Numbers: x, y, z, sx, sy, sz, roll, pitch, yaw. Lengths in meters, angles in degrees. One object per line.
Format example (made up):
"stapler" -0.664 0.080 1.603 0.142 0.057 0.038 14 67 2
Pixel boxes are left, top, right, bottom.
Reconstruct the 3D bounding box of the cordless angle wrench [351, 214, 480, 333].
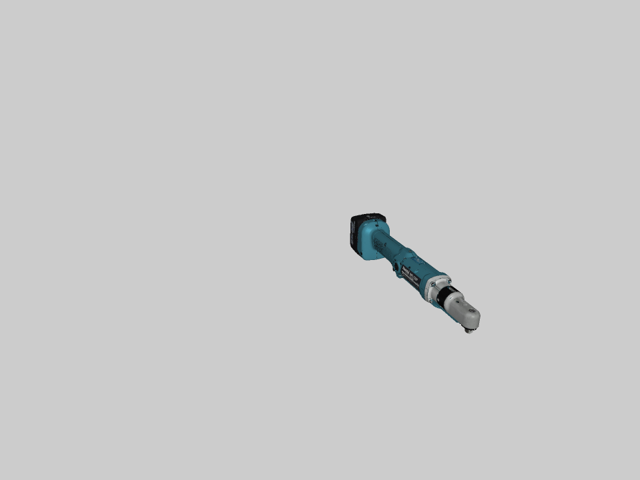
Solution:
"cordless angle wrench" 0.174 0.051 0.844 0.074 0.098 0.422 -8 24 -18
